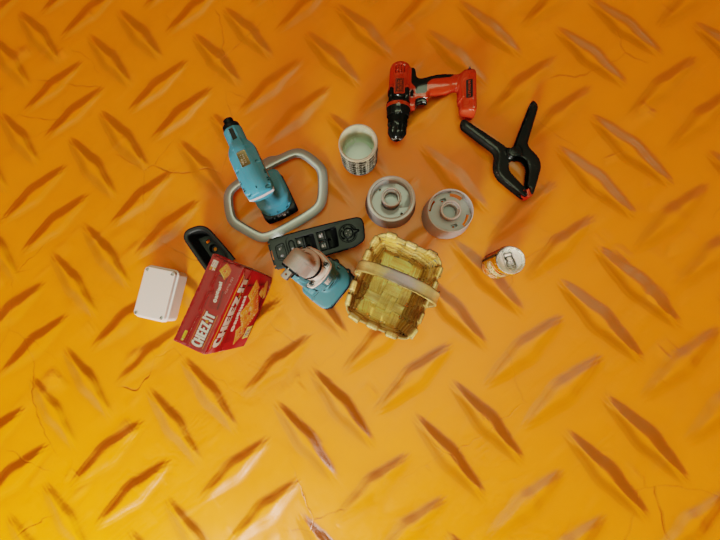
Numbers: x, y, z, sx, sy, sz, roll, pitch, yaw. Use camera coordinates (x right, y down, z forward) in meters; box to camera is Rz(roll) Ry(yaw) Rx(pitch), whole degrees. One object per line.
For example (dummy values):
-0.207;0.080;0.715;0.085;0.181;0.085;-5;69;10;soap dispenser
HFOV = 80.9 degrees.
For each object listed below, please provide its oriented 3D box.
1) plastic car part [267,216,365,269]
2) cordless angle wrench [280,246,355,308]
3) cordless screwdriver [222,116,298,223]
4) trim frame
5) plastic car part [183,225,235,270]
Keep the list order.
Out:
-0.087;-0.057;0.890;0.204;0.066;0.067;-16;81;4;plastic car part
-0.069;0.008;0.700;0.075;0.416;0.098;38;86;5;cordless angle wrench
-0.200;-0.188;0.835;0.074;0.245;0.162;-26;82;-1;cordless screwdriver
-0.187;-0.171;0.941;0.249;0.027;0.188;-31;79;1;trim frame
-0.321;-0.044;0.915;0.066;0.069;0.119;-40;80;-2;plastic car part
